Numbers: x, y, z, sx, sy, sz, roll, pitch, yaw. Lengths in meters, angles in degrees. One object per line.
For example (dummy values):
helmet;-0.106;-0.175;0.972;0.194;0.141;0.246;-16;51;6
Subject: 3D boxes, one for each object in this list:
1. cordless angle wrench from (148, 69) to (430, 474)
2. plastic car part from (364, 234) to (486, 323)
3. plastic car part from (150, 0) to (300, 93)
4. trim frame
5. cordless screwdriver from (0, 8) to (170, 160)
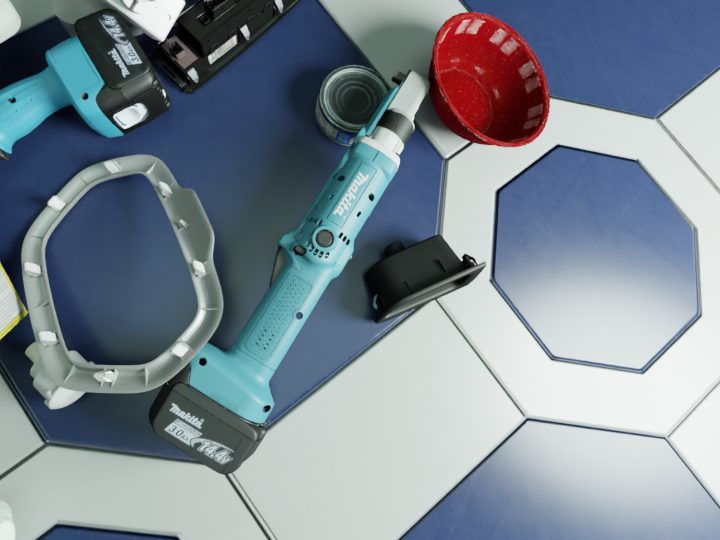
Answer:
cordless angle wrench;-0.040;-0.026;0.414;0.098;0.074;0.423;31;79;-2
plastic car part;0.056;0.001;0.444;0.115;0.064;0.073;-20;69;-8
plastic car part;-0.145;-0.295;0.478;0.067;0.066;0.201;43;74;7
trim frame;-0.224;-0.009;0.390;0.183;0.026;0.259;-29;65;-5
cordless screwdriver;-0.315;-0.140;0.418;0.247;0.074;0.161;-27;84;-8
